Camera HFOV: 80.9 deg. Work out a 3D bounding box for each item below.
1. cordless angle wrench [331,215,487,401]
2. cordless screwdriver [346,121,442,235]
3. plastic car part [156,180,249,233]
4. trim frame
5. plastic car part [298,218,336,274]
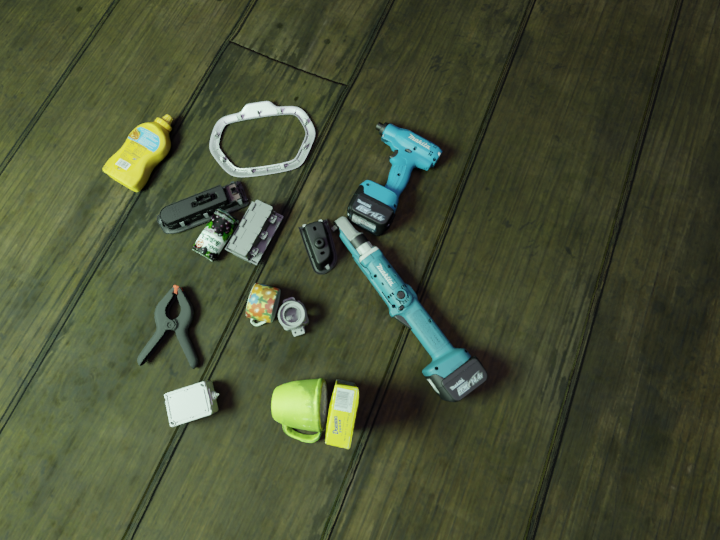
[{"bbox_3d":[0.078,0.057,0.853,0.097,0.073,0.435,-34,74,-8],"label":"cordless angle wrench"},{"bbox_3d":[0.051,-0.209,0.923,0.162,0.073,0.248,32,74,9],"label":"cordless screwdriver"},{"bbox_3d":[-0.352,-0.139,0.926,0.202,0.066,0.067,-24,85,-2],"label":"plastic car part"},{"bbox_3d":[-0.229,-0.307,0.983,0.249,0.027,0.188,-9,74,1],"label":"trim frame"},{"bbox_3d":[-0.087,-0.057,0.887,0.066,0.069,0.119,-17,73,-3],"label":"plastic car part"}]
